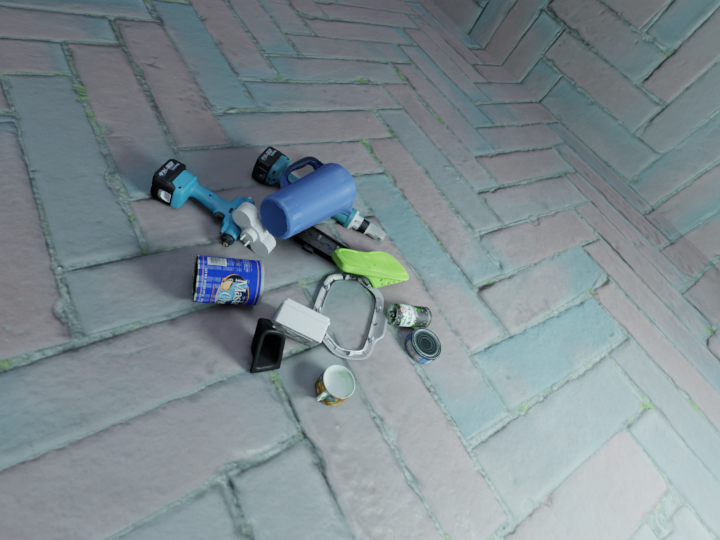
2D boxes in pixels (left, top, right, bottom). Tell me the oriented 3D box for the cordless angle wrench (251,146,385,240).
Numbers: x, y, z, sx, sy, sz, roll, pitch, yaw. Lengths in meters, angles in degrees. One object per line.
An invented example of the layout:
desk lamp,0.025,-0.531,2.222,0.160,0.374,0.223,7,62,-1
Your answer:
cordless angle wrench,-0.111,-0.204,1.218,0.422,0.074,0.098,32,47,-2

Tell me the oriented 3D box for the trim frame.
trim frame,-0.022,0.103,1.038,0.182,0.027,0.251,26,45,-6

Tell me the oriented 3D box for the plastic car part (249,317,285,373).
plastic car part,-0.197,0.145,0.872,0.063,0.115,0.075,-3,33,-31

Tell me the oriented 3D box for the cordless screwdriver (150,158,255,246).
cordless screwdriver,-0.396,-0.163,1.046,0.244,0.074,0.162,26,47,-10

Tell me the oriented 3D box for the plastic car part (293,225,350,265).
plastic car part,-0.109,-0.071,1.114,0.202,0.066,0.067,27,61,-2
